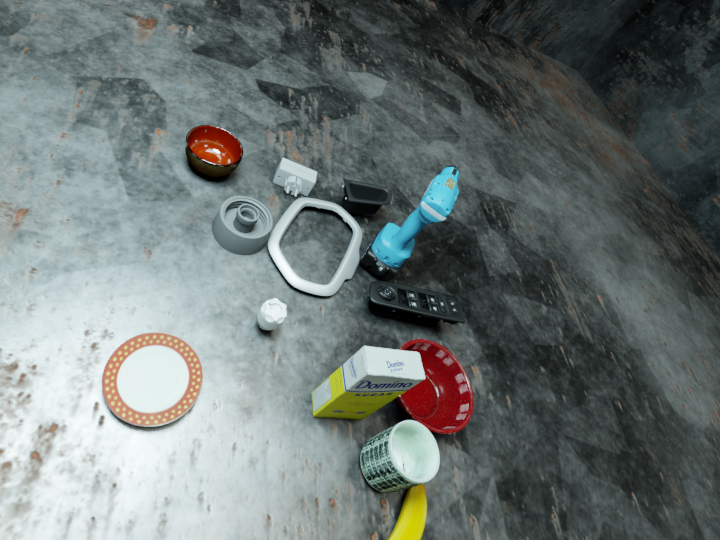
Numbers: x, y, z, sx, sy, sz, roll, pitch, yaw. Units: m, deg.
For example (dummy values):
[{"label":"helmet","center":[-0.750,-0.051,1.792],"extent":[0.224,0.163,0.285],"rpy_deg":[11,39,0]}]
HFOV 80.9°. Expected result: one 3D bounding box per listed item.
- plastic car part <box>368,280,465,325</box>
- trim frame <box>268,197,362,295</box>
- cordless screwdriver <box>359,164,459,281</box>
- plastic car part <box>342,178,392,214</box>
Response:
[{"label":"plastic car part","center":[0.099,0.068,0.829],"extent":[0.196,0.067,0.068],"rpy_deg":[16,50,-19]},{"label":"trim frame","center":[-0.083,-0.054,0.851],"extent":[0.182,0.027,0.250],"rpy_deg":[30,46,-6]},{"label":"cordless screwdriver","center":[0.103,-0.095,0.832],"extent":[0.074,0.250,0.159],"rpy_deg":[36,46,-5]},{"label":"plastic car part","center":[0.006,-0.154,0.949],"extent":[0.112,0.071,0.068],"rpy_deg":[7,54,-26]}]
